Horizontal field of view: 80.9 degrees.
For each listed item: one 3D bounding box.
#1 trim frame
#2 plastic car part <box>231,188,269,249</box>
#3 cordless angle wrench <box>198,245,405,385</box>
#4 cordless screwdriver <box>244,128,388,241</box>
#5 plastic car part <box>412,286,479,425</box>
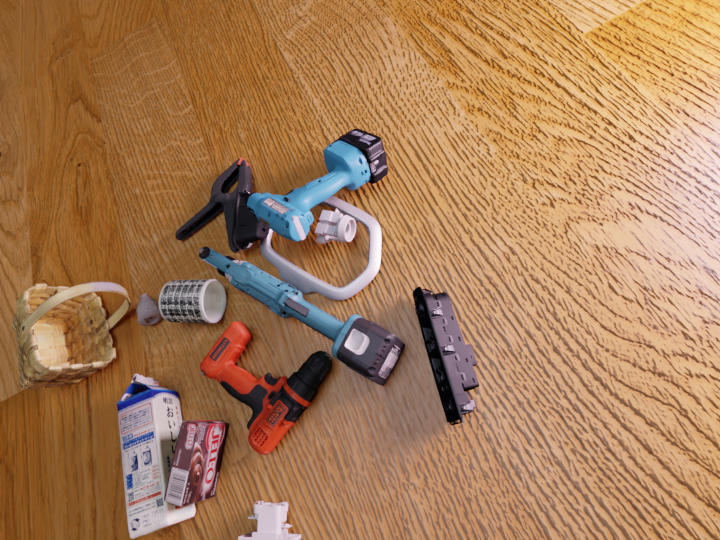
[{"bbox_3d":[-0.075,-0.049,0.772,0.259,0.026,0.184,28,79,24],"label":"trim frame"},{"bbox_3d":[-0.196,-0.097,0.797,0.073,0.062,0.119,-14,63,28],"label":"plastic car part"},{"bbox_3d":[-0.131,0.050,0.724,0.444,0.093,0.074,26,79,29],"label":"cordless angle wrench"},{"bbox_3d":[-0.081,-0.159,0.751,0.246,0.071,0.168,-41,47,-20],"label":"cordless screwdriver"},{"bbox_3d":[0.127,0.113,0.622,0.067,0.064,0.210,-17,65,-1],"label":"plastic car part"}]
